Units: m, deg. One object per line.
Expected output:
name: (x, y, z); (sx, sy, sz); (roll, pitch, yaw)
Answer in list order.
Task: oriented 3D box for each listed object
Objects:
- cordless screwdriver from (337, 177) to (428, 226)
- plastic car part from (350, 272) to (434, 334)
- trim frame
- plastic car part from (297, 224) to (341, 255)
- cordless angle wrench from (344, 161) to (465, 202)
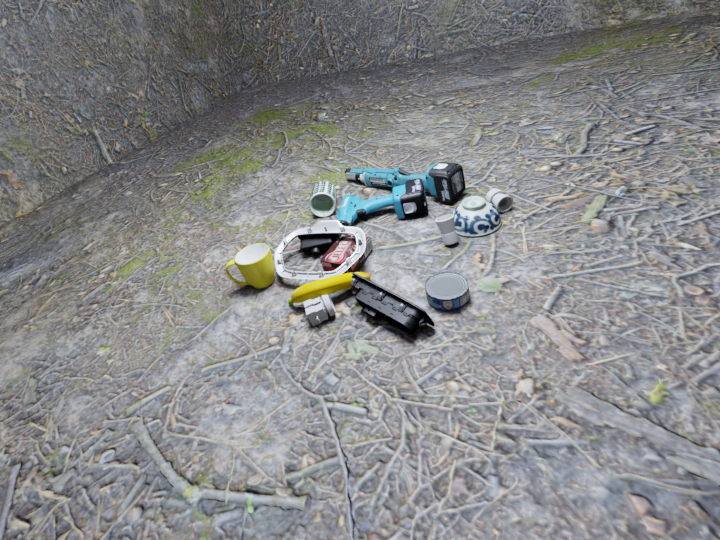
cordless screwdriver: (0.054, -0.171, 1.161); (0.256, 0.071, 0.161); (-8, 36, 20)
plastic car part: (0.050, 0.070, 0.842); (0.215, 0.063, 0.066); (21, 59, 42)
trim frame: (-0.106, -0.053, 1.037); (0.259, 0.026, 0.186); (0, 49, 28)
plastic car part: (-0.109, -0.071, 1.111); (0.119, 0.063, 0.073); (-12, 48, 13)
cordless angle wrench: (0.106, -0.278, 1.280); (0.447, 0.094, 0.073); (17, 46, 44)
